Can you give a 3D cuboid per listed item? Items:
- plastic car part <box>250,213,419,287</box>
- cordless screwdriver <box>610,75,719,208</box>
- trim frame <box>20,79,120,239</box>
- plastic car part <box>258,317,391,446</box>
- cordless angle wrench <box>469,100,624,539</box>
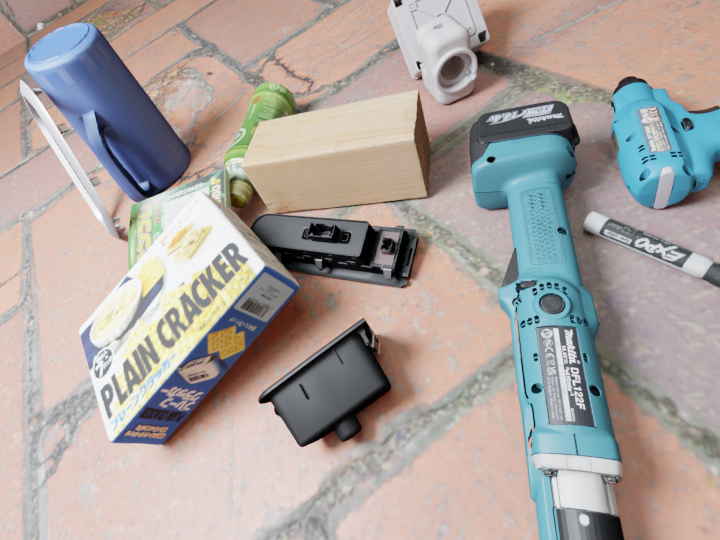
[{"bbox_3d":[-0.046,-0.030,0.468,0.213,0.063,0.067,7,77,32],"label":"plastic car part"},{"bbox_3d":[0.365,-0.139,0.363,0.258,0.070,0.162,-4,54,25],"label":"cordless screwdriver"},{"bbox_3d":[-0.414,-0.154,0.612,0.027,0.241,0.193,-36,21,-28],"label":"trim frame"},{"bbox_3d":[-0.020,0.105,0.364,0.116,0.063,0.074,-39,64,-3],"label":"plastic car part"},{"bbox_3d":[0.147,0.036,0.332,0.101,0.070,0.432,-6,56,19],"label":"cordless angle wrench"}]
